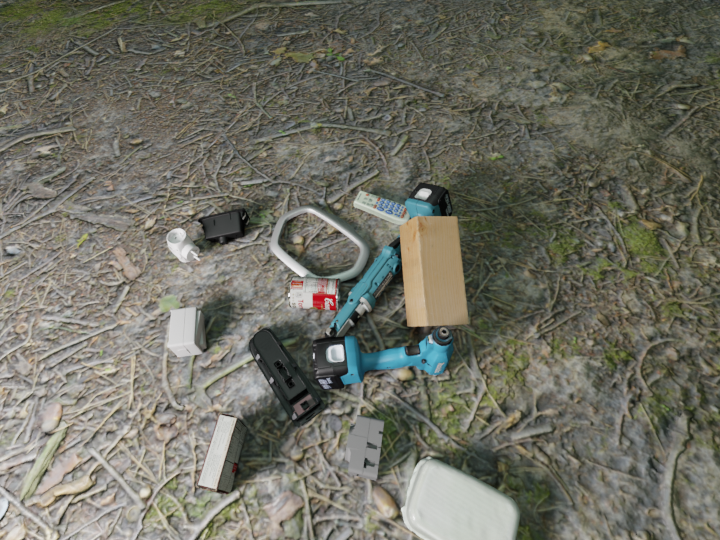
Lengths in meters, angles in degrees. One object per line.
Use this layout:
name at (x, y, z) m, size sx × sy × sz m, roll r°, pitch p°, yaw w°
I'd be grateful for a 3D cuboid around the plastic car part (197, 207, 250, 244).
plastic car part at (-0.322, -0.098, 1.007) m, size 0.116 × 0.064 × 0.073 m, roll -14°, pitch 72°, yaw -2°

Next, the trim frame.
trim frame at (-0.096, -0.063, 0.982) m, size 0.260 × 0.026 × 0.182 m, roll 35°, pitch 67°, yaw 25°

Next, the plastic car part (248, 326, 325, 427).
plastic car part at (-0.153, 0.190, 0.803) m, size 0.066 × 0.064 × 0.213 m, roll -36°, pitch 59°, yaw -11°

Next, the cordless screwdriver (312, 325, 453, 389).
cordless screwdriver at (0.039, 0.150, 0.755) m, size 0.250 × 0.153 × 0.077 m, roll -5°, pitch 58°, yaw 2°

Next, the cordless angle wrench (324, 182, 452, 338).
cordless angle wrench at (0.058, -0.015, 0.906) m, size 0.078 × 0.093 × 0.421 m, roll 21°, pitch 64°, yaw 37°
